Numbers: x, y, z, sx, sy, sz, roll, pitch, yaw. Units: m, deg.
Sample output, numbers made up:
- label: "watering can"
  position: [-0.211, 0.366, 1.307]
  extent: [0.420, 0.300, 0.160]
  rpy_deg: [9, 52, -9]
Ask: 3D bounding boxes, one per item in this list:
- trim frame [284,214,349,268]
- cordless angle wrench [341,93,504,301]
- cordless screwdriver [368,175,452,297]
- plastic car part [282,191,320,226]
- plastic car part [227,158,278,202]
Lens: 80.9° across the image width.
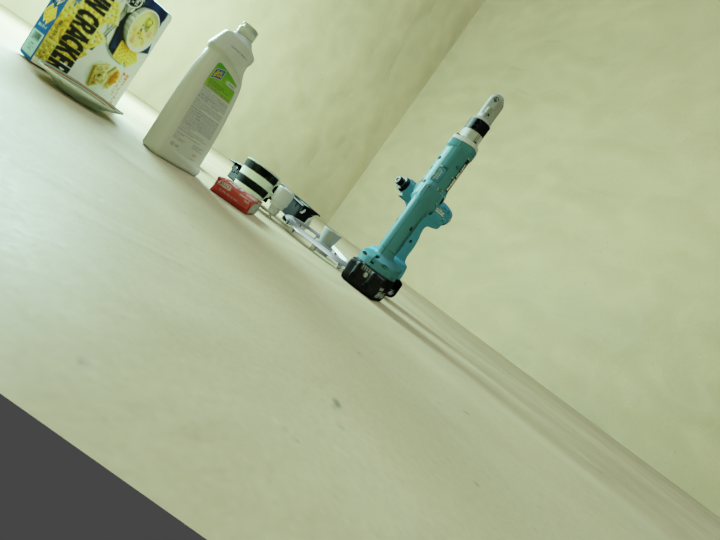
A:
- label: "trim frame"
  position: [-0.093, -0.061, 0.947]
  extent: [0.177, 0.027, 0.259]
  rpy_deg: [34, 4, -24]
- label: "cordless angle wrench"
  position: [0.123, -0.136, 0.760]
  extent: [0.077, 0.423, 0.094]
  rpy_deg: [37, 4, 19]
- label: "cordless screwdriver"
  position: [0.077, -0.075, 0.929]
  extent: [0.152, 0.249, 0.078]
  rpy_deg: [34, 4, -26]
- label: "plastic car part"
  position: [-0.170, -0.153, 1.085]
  extent: [0.062, 0.071, 0.123]
  rpy_deg: [31, 5, -47]
- label: "plastic car part"
  position: [-0.268, -0.217, 1.051]
  extent: [0.214, 0.067, 0.063]
  rpy_deg: [38, 5, 35]
